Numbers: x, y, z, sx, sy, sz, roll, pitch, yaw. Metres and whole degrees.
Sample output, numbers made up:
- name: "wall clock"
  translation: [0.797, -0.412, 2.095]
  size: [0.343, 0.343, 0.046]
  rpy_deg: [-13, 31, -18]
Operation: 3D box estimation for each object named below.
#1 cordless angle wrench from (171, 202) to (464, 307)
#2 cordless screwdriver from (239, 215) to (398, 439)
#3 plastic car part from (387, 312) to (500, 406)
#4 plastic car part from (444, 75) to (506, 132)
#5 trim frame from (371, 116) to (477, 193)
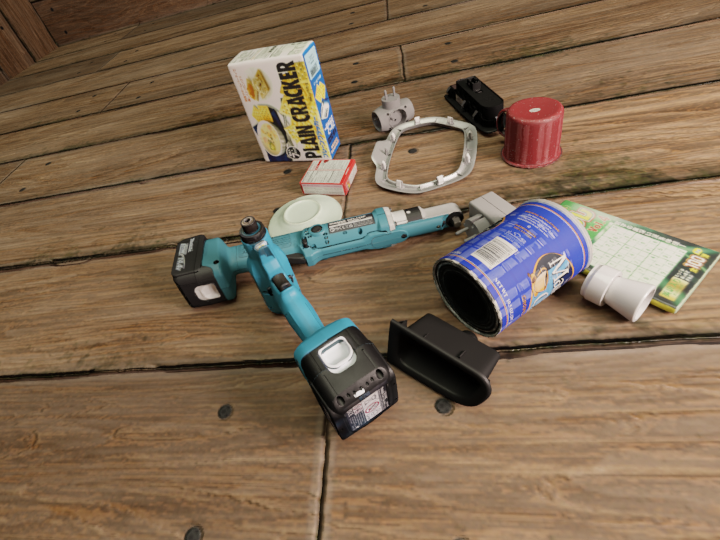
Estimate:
- name: "cordless angle wrench"
  translation: [-0.061, -0.040, 0.628]
  size: [0.425, 0.071, 0.102]
  rpy_deg: [-13, 44, 3]
- name: "cordless screwdriver"
  translation: [-0.064, 0.049, 0.477]
  size: [0.073, 0.152, 0.263]
  rpy_deg: [-31, 47, -15]
- name: "plastic car part"
  translation: [0.095, 0.088, 0.459]
  size: [0.123, 0.064, 0.069]
  rpy_deg: [24, 43, 31]
- name: "plastic car part"
  translation: [0.231, -0.334, 0.825]
  size: [0.066, 0.064, 0.212]
  rpy_deg: [-11, 46, -4]
- name: "trim frame"
  translation: [0.115, -0.221, 0.773]
  size: [0.191, 0.026, 0.251]
  rpy_deg: [1, 49, 21]
